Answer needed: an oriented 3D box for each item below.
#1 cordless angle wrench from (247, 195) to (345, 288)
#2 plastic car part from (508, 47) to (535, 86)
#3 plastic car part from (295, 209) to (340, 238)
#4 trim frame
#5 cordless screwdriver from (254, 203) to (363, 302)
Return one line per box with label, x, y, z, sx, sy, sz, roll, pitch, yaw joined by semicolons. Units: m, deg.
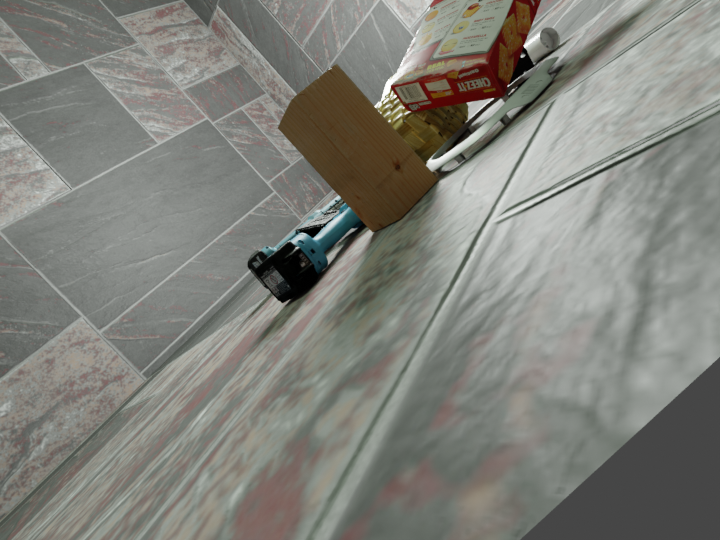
cordless angle wrench;-0.099;-0.120;1.073;0.419;0.098;0.075;-42;3;-16
plastic car part;0.248;-0.350;0.700;0.066;0.111;0.074;-41;31;2
plastic car part;-0.076;-0.097;0.943;0.068;0.065;0.203;-20;16;17
trim frame;0.184;-0.218;0.609;0.246;0.027;0.188;-45;10;-21
cordless screwdriver;-0.072;-0.047;0.738;0.245;0.074;0.163;-44;9;-32
